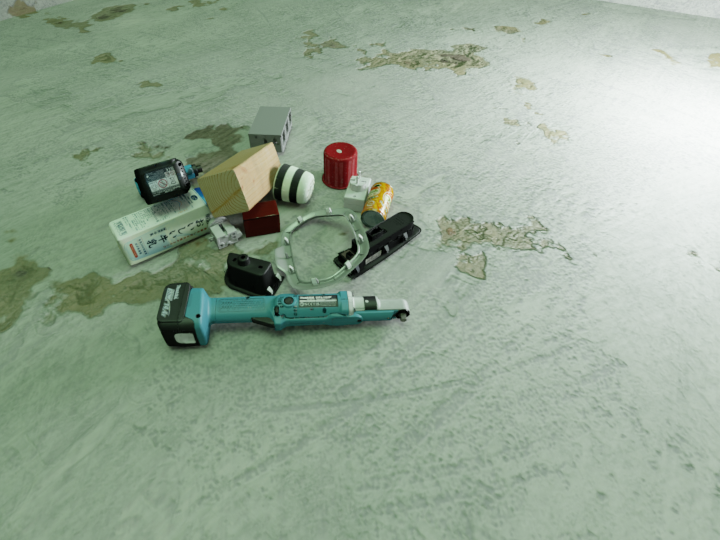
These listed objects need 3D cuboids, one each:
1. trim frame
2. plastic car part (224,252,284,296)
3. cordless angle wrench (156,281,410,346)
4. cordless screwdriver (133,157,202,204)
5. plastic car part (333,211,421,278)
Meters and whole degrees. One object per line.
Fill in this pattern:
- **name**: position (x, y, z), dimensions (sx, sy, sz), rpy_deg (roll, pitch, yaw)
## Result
- **trim frame**: position (-0.082, -0.053, 0.836), dimensions (0.185, 0.026, 0.260), rpy_deg (-23, 41, 4)
- **plastic car part**: position (-0.211, 0.001, 0.800), dimensions (0.119, 0.069, 0.066), rpy_deg (18, 47, 12)
- **cordless angle wrench**: position (-0.126, 0.070, 0.736), dimensions (0.421, 0.072, 0.101), rpy_deg (-2, 47, -3)
- **cordless screwdriver**: position (-0.416, -0.205, 0.935), dimensions (0.156, 0.072, 0.260), rpy_deg (-23, 20, -20)
- **plastic car part**: position (0.040, -0.065, 0.861), dimensions (0.198, 0.065, 0.070), rpy_deg (-30, 47, -27)
